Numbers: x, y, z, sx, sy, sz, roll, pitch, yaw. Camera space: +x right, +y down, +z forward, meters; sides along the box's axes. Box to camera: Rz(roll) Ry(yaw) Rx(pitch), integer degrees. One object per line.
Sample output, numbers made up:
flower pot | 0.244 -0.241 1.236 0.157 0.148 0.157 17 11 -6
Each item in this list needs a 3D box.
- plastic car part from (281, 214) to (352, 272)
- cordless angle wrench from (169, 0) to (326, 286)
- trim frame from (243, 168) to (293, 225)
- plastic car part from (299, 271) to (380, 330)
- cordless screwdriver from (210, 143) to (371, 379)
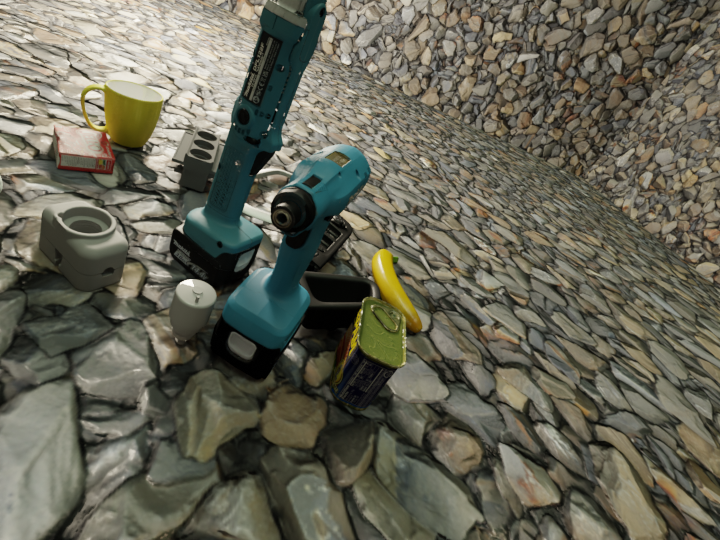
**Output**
plastic car part | -0.064 -0.042 0.659 0.067 0.067 0.202 30 30 3
cordless angle wrench | -0.110 -0.166 0.462 0.101 0.421 0.072 38 31 13
trim frame | -0.151 -0.136 0.775 0.188 0.027 0.245 32 31 9
plastic car part | -0.035 0.047 0.542 0.111 0.070 0.069 8 36 -31
cordless screwdriver | -0.076 0.004 0.400 0.075 0.248 0.159 31 30 1
